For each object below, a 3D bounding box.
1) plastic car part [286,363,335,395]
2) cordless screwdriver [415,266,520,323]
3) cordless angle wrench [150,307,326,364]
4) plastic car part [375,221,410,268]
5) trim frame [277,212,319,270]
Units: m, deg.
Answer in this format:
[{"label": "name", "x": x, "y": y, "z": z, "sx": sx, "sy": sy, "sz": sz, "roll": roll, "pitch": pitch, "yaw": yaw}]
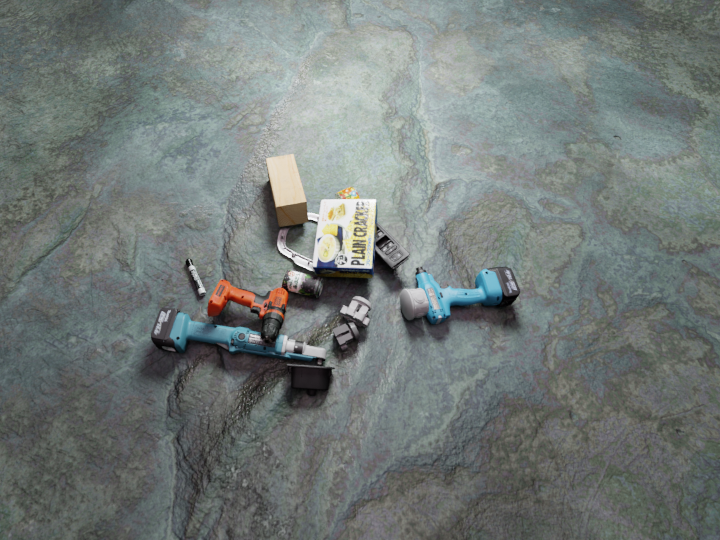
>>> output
[{"label": "plastic car part", "x": -0.121, "y": 0.260, "z": 1.008, "sx": 0.116, "sy": 0.065, "sz": 0.072, "roll": 8, "pitch": 76, "yaw": -1}, {"label": "cordless screwdriver", "x": 0.277, "y": 0.042, "z": 1.129, "sx": 0.247, "sy": 0.072, "sz": 0.165, "roll": -12, "pitch": 61, "yaw": -4}, {"label": "cordless angle wrench", "x": -0.294, "y": 0.174, "z": 1.047, "sx": 0.424, "sy": 0.072, "sz": 0.100, "roll": 9, "pitch": 60, "yaw": 2}, {"label": "plastic car part", "x": 0.055, "y": -0.084, "z": 1.197, "sx": 0.066, "sy": 0.064, "sz": 0.212, "roll": -40, "pitch": 64, "yaw": -1}, {"label": "trim frame", "x": -0.119, "y": -0.078, "z": 1.217, "sx": 0.254, "sy": 0.027, "sz": 0.184, "roll": 24, "pitch": 63, "yaw": 11}]
